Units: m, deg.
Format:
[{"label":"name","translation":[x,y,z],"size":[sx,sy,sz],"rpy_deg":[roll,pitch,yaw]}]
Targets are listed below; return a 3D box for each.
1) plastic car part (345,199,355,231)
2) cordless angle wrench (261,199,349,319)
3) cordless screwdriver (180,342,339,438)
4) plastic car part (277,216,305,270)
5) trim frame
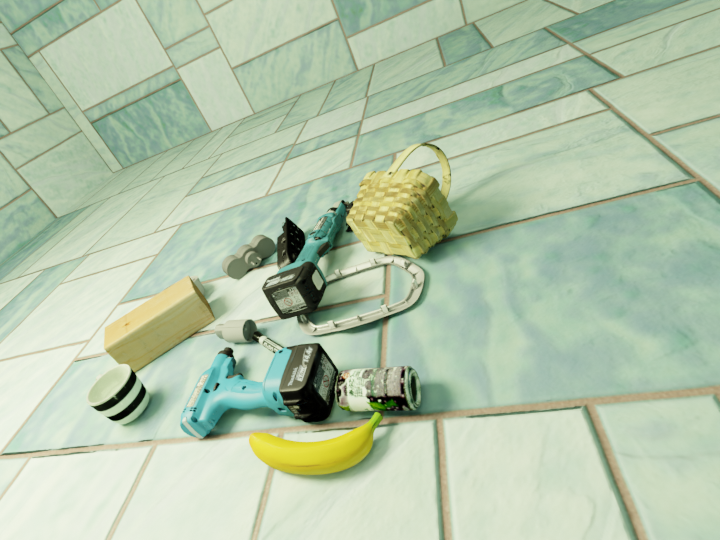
[{"label":"plastic car part","translation":[0.015,-0.136,0.962],"size":[0.121,0.068,0.066],"rpy_deg":[-5,38,35]},{"label":"cordless angle wrench","translation":[-0.090,-0.059,0.916],"size":[0.100,0.072,0.427],"rpy_deg":[-19,26,22]},{"label":"cordless screwdriver","translation":[-0.157,0.168,0.665],"size":[0.255,0.071,0.162],"rpy_deg":[-17,34,22]},{"label":"plastic car part","translation":[-0.165,-0.049,0.978],"size":[0.067,0.063,0.211],"rpy_deg":[-35,31,8]},{"label":"trim frame","translation":[-0.006,0.041,0.772],"size":[0.253,0.026,0.189],"rpy_deg":[-17,35,13]}]
